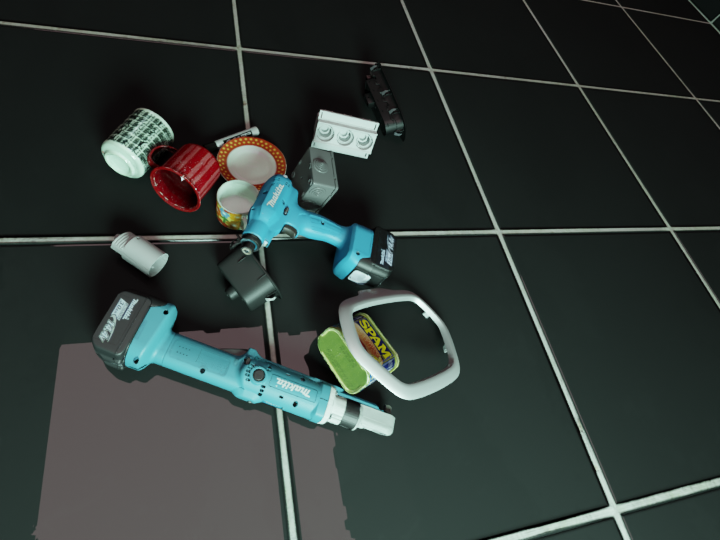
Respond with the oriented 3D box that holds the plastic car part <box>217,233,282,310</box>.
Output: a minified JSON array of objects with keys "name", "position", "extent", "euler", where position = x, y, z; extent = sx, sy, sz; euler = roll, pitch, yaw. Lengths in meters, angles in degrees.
[{"name":"plastic car part","position":[-0.184,0.013,0.666],"extent":[0.070,0.065,0.119],"euler":[-34,78,-15]}]

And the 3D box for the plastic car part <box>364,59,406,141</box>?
[{"name":"plastic car part","position":[0.050,-0.379,0.955],"extent":[0.066,0.065,0.210],"euler":[-16,66,-15]}]

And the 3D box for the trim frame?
[{"name":"trim frame","position":[0.064,0.100,0.648],"extent":[0.237,0.028,0.191],"euler":[-6,55,-46]}]

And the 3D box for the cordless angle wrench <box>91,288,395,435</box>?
[{"name":"cordless angle wrench","position":[-0.147,0.149,0.589],"extent":[0.418,0.074,0.099],"euler":[22,58,-6]}]

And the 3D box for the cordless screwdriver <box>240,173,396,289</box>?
[{"name":"cordless screwdriver","position":[-0.067,-0.044,0.690],"extent":[0.244,0.075,0.161],"euler":[27,50,-11]}]
